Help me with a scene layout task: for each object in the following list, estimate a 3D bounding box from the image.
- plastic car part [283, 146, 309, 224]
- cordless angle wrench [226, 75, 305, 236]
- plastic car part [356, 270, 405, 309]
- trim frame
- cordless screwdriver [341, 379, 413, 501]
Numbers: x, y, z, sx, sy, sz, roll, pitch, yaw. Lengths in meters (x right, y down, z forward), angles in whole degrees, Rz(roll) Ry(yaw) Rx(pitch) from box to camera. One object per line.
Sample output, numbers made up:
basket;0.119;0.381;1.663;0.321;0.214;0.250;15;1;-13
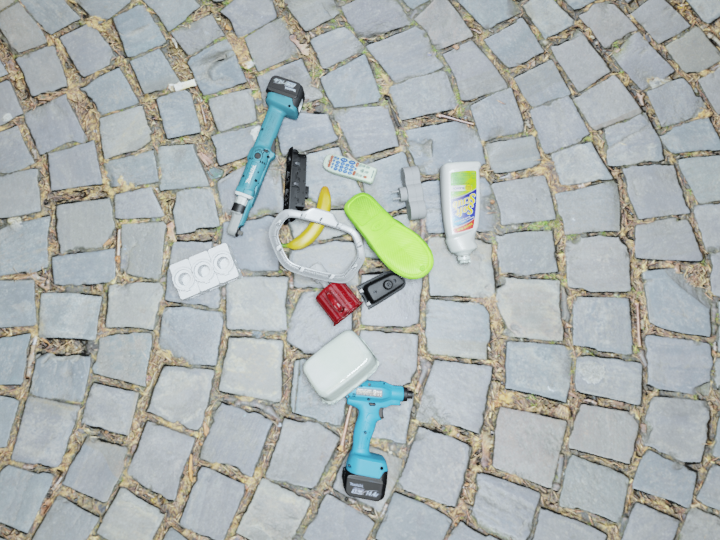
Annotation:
plastic car part;-0.165;-0.220;1.079;0.066;0.067;0.205;0;81;-12
cordless angle wrench;-0.258;-0.288;1.089;0.099;0.074;0.424;19;84;2
plastic car part;0.057;0.040;1.031;0.116;0.070;0.067;-29;86;-1
trim frame;-0.099;-0.065;1.012;0.242;0.027;0.188;13;59;-16
cordless screwdriver;0.037;0.384;0.977;0.159;0.073;0.252;4;78;0
